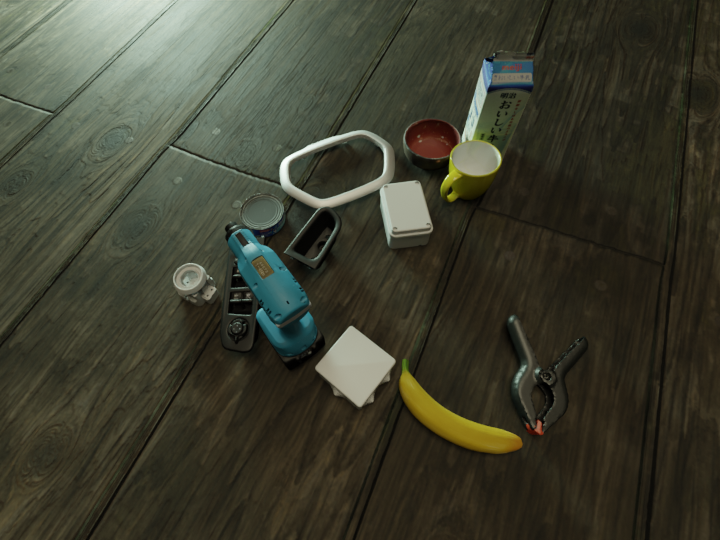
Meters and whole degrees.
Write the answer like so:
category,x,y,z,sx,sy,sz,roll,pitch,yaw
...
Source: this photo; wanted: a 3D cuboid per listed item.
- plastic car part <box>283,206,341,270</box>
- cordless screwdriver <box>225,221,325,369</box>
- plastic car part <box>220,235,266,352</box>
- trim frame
category,x,y,z,sx,sy,sz,roll,pitch,yaw
plastic car part,-0.074,-0.048,0.757,0.068,0.069,0.116,27,66,16
cordless screwdriver,-0.125,0.042,0.611,0.073,0.241,0.166,-33,66,-16
plastic car part,-0.196,0.043,0.718,0.067,0.065,0.208,-2,61,1
trim frame,-0.046,-0.212,0.870,0.246,0.026,0.192,-25,62,-9
